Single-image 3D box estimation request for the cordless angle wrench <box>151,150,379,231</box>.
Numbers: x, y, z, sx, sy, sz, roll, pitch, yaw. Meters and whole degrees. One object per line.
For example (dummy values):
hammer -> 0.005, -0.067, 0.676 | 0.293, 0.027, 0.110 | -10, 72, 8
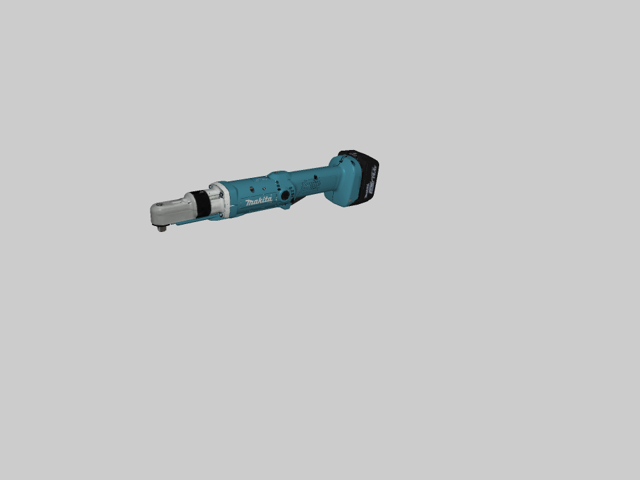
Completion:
cordless angle wrench -> -0.073, -0.082, 0.712 | 0.422, 0.098, 0.074 | -16, 36, -38
